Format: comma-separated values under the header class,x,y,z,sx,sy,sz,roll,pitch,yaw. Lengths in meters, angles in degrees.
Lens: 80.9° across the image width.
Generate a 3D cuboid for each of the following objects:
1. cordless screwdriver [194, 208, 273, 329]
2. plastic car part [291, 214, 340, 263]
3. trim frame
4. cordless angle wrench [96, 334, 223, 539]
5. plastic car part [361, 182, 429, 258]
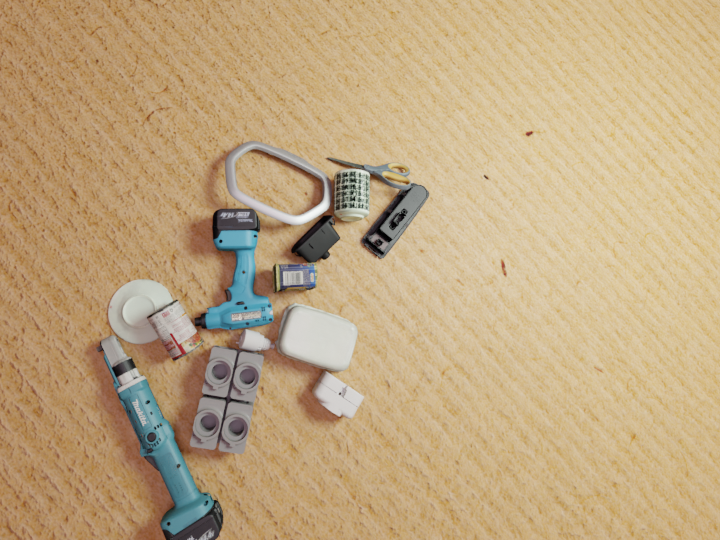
class,x,y,z,sx,sy,sz,roll,pitch,yaw
cordless screwdriver,-0.274,-0.002,0.883,0.157,0.075,0.250,-7,85,-10
plastic car part,-0.091,-0.059,0.930,0.069,0.068,0.116,45,80,-17
trim frame,-0.180,-0.196,0.930,0.247,0.027,0.186,22,62,-3
cordless angle wrench,-0.395,0.316,0.810,0.097,0.074,0.428,-28,83,-13
plastic car part,0.089,-0.127,0.965,0.067,0.067,0.202,37,74,3
